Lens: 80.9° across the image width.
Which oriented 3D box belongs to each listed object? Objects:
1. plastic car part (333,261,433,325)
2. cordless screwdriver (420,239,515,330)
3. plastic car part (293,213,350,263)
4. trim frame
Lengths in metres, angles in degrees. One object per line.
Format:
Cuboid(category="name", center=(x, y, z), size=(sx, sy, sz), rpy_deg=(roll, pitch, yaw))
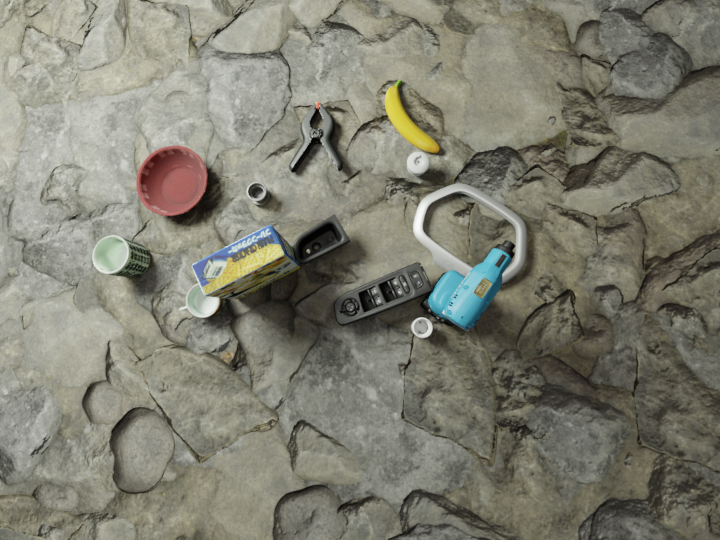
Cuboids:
Cuboid(category="plastic car part", center=(0.039, 0.052, 0.871), size=(0.203, 0.066, 0.067), rpy_deg=(-23, 82, 0))
Cuboid(category="cordless screwdriver", center=(0.194, 0.029, 0.772), size=(0.075, 0.246, 0.159), rpy_deg=(36, 85, 3))
Cuboid(category="plastic car part", center=(-0.088, -0.057, 0.897), size=(0.116, 0.070, 0.067), rpy_deg=(-30, 83, -1))
Cuboid(category="trim frame", center=(0.232, -0.077, 0.896), size=(0.253, 0.027, 0.184), rpy_deg=(35, 85, 9))
